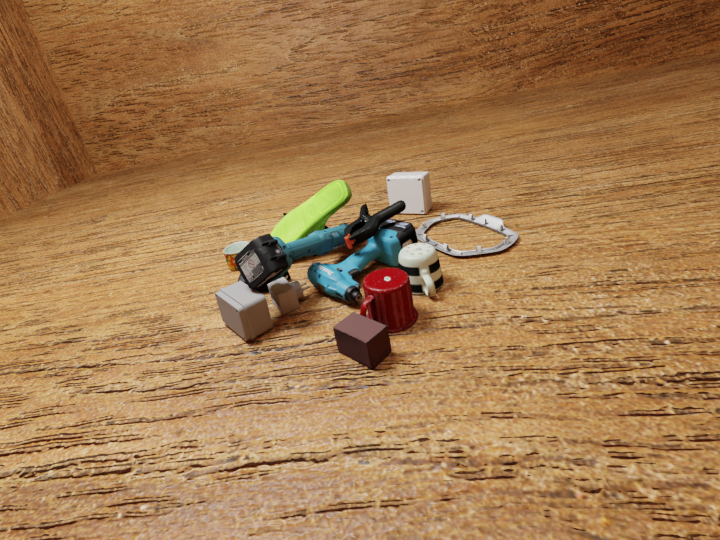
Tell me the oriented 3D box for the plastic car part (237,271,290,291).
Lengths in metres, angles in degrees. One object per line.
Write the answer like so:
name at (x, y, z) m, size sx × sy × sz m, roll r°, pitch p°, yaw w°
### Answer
plastic car part at (-0.227, 0.021, 0.952) m, size 0.119 × 0.063 × 0.072 m, roll -8°, pitch 40°, yaw 16°

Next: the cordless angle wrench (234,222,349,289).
cordless angle wrench at (-0.092, -0.060, 0.941) m, size 0.100 × 0.075 × 0.409 m, roll -37°, pitch -7°, yaw 35°

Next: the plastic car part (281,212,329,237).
plastic car part at (-0.154, -0.107, 1.149) m, size 0.214 × 0.063 × 0.066 m, roll 15°, pitch 47°, yaw 42°

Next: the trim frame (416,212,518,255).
trim frame at (0.239, -0.090, 0.985) m, size 0.180 × 0.027 × 0.261 m, roll -22°, pitch 27°, yaw -18°

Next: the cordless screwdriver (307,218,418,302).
cordless screwdriver at (0.024, -0.018, 0.897) m, size 0.244 × 0.072 × 0.168 m, roll -31°, pitch 32°, yaw -24°
